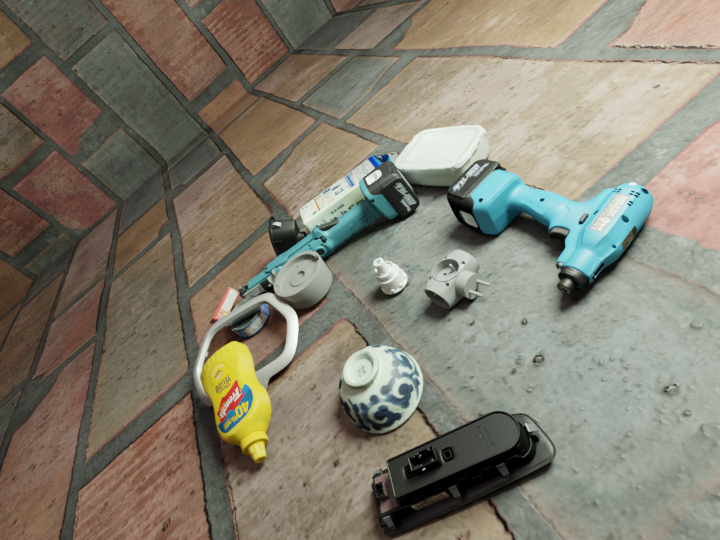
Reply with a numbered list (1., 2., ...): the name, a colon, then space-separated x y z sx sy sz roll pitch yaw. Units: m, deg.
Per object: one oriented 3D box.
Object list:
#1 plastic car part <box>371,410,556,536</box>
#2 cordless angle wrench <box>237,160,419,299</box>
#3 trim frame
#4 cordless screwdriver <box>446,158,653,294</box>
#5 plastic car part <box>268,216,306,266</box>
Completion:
1. plastic car part: 0.094 0.202 0.446 0.205 0.064 0.068 -29 29 13
2. cordless angle wrench: -0.084 -0.055 0.858 0.428 0.093 0.077 -34 35 17
3. trim frame: -0.215 0.145 0.778 0.251 0.026 0.193 -31 50 12
4. cordless screwdriver: 0.232 -0.070 0.591 0.159 0.070 0.263 -49 40 -10
5. plastic car part: -0.150 -0.064 0.911 0.072 0.112 0.068 -4 43 7
